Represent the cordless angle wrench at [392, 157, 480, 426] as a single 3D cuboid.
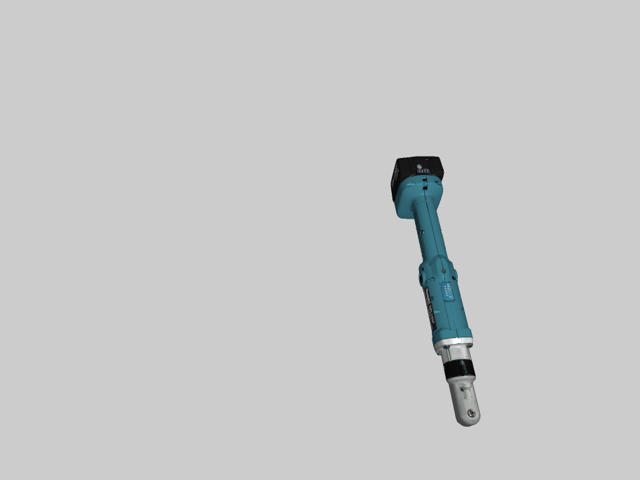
[{"bbox_3d":[0.180,0.057,0.652,0.074,0.421,0.098,-3,-29,-3],"label":"cordless angle wrench"}]
